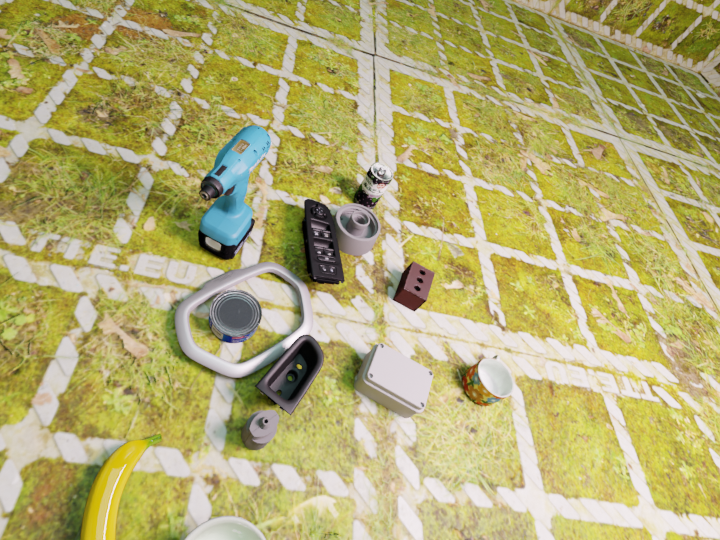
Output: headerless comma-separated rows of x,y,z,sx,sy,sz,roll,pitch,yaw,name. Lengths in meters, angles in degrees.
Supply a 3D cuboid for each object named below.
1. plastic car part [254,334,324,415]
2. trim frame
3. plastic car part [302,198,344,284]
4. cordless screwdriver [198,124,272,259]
-0.107,0.164,0.658,0.067,0.071,0.115,36,51,4,plastic car part
-0.190,0.073,0.721,0.242,0.027,0.190,-31,70,-35,trim frame
-0.081,-0.053,0.829,0.064,0.067,0.210,5,54,-20,plastic car part
-0.222,-0.106,0.698,0.074,0.248,0.160,29,51,-5,cordless screwdriver
